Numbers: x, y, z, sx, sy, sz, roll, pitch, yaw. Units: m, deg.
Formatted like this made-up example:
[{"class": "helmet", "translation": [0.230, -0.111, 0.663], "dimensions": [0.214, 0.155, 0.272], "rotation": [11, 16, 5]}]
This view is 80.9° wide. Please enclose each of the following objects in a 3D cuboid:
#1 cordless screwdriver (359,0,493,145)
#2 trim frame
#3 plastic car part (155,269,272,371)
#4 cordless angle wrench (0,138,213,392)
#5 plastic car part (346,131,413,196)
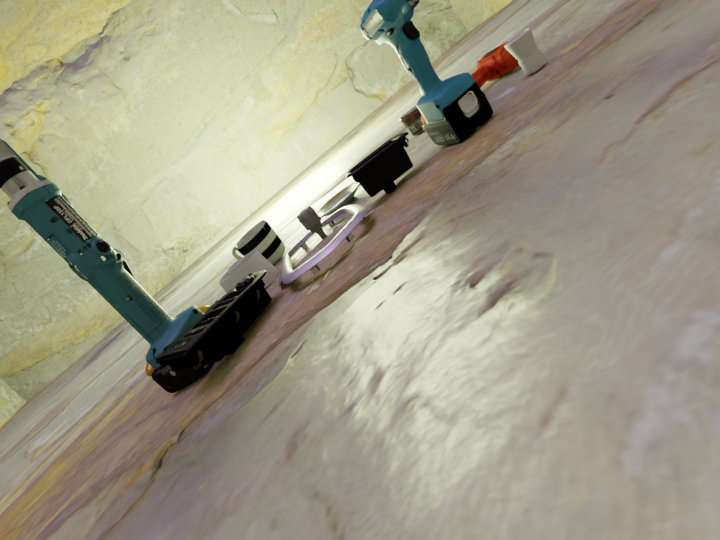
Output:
[{"class": "cordless screwdriver", "translation": [0.104, -0.311, 0.633], "dimensions": [0.074, 0.243, 0.164], "rotation": [-41, 14, -8]}, {"class": "trim frame", "translation": [-0.067, -0.044, 0.682], "dimensions": [0.184, 0.027, 0.255], "rotation": [-40, 18, -1]}, {"class": "plastic car part", "translation": [-0.177, 0.067, 0.574], "dimensions": [0.068, 0.065, 0.203], "rotation": [-29, 20, 33]}, {"class": "cordless angle wrench", "translation": [-0.354, -0.017, 0.561], "dimensions": [0.075, 0.413, 0.098], "rotation": [-34, 14, 23]}, {"class": "plastic car part", "translation": [0.038, -0.164, 0.694], "dimensions": [0.116, 0.069, 0.068], "rotation": [-42, 15, -8]}]
